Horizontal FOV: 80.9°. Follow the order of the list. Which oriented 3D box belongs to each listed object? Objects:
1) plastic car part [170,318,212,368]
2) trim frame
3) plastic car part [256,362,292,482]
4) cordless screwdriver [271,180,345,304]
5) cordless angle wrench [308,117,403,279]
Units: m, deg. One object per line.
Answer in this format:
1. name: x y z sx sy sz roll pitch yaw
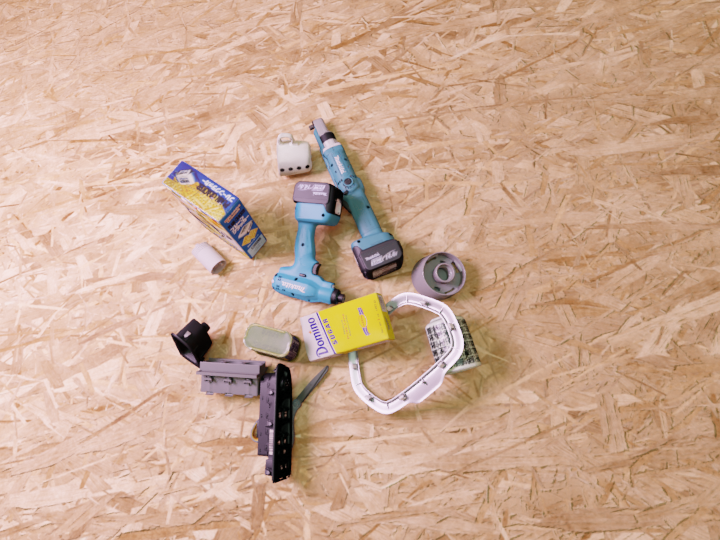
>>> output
1. plastic car part: -0.339 0.142 0.871 0.068 0.114 0.070 28 53 12
2. trim frame: 0.076 0.154 0.801 0.250 0.026 0.193 -44 59 12
3. plastic car part: -0.163 0.281 0.802 0.070 0.063 0.206 -8 71 29
4. cordless screwdriver: -0.086 -0.057 0.884 0.165 0.072 0.249 13 90 21
5. cordless angle wrench: -0.026 -0.186 0.958 0.098 0.072 0.438 -23 67 0
